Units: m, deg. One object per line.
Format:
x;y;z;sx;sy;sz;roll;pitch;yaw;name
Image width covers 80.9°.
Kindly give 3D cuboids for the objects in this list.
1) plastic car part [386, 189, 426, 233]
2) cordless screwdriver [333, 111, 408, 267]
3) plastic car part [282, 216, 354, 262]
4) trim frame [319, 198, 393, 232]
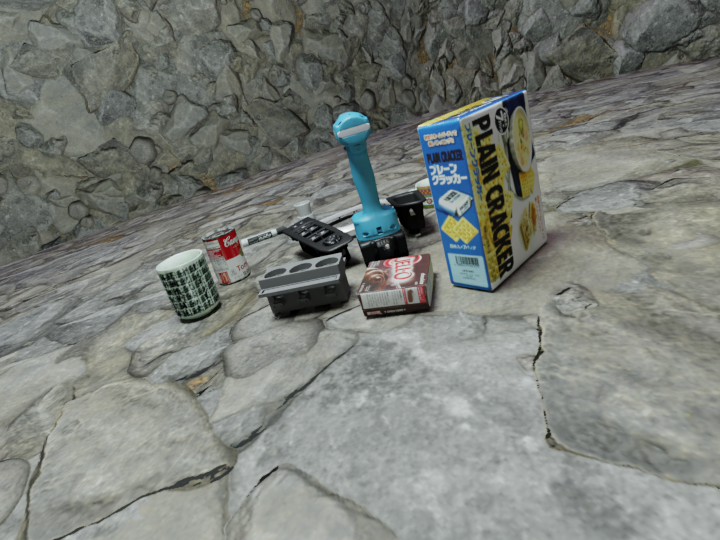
0.094;-0.107;0.799;0.066;0.069;0.119;-16;20;3;plastic car part
0.008;-0.140;0.708;0.074;0.242;0.163;-16;19;0;cordless screwdriver
-0.078;-0.051;0.799;0.065;0.065;0.213;-25;22;-23;plastic car part
-0.014;-0.120;0.971;0.243;0.027;0.193;-28;24;-26;trim frame
